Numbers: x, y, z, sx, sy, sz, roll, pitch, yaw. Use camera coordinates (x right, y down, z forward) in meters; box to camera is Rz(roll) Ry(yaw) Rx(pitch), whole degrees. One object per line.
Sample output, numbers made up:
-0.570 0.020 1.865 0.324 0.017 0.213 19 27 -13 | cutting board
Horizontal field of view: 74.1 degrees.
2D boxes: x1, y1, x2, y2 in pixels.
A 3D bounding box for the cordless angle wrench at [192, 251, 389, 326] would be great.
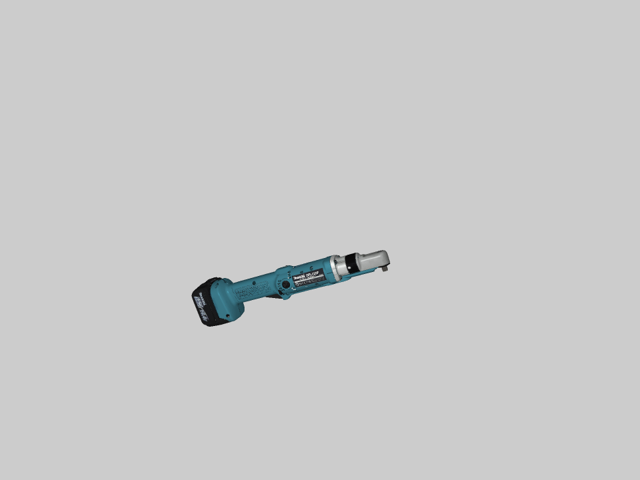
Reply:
-0.064 0.086 0.879 0.424 0.098 0.074 -16 9 18 | cordless angle wrench
